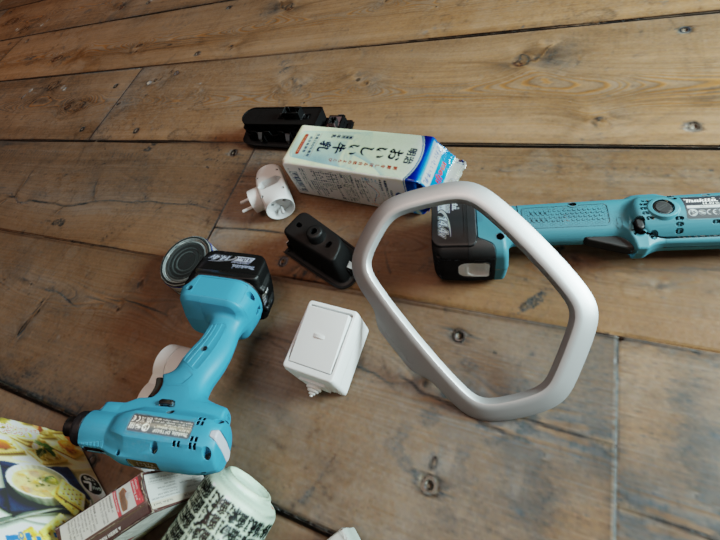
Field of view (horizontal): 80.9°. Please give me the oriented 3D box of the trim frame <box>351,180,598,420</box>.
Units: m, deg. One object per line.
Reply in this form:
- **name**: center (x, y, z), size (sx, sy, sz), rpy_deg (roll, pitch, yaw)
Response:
- **trim frame**: center (0.099, 0.026, 0.416), size (0.185, 0.026, 0.255), rpy_deg (-44, 75, 16)

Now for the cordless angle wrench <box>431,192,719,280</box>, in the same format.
- **cordless angle wrench**: center (0.291, -0.046, 0.422), size (0.435, 0.071, 0.100), rpy_deg (-1, 60, 17)

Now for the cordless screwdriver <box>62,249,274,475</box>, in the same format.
- **cordless screwdriver**: center (-0.191, 0.085, 0.464), size (0.162, 0.072, 0.254), rpy_deg (1, 43, 8)

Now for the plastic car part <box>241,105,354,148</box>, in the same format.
- **plastic car part**: center (-0.119, -0.239, 0.701), size (0.212, 0.063, 0.067), rpy_deg (8, 70, 27)

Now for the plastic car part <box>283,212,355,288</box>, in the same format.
- **plastic car part**: center (-0.053, -0.035, 0.541), size (0.123, 0.067, 0.066), rpy_deg (33, 76, 36)
